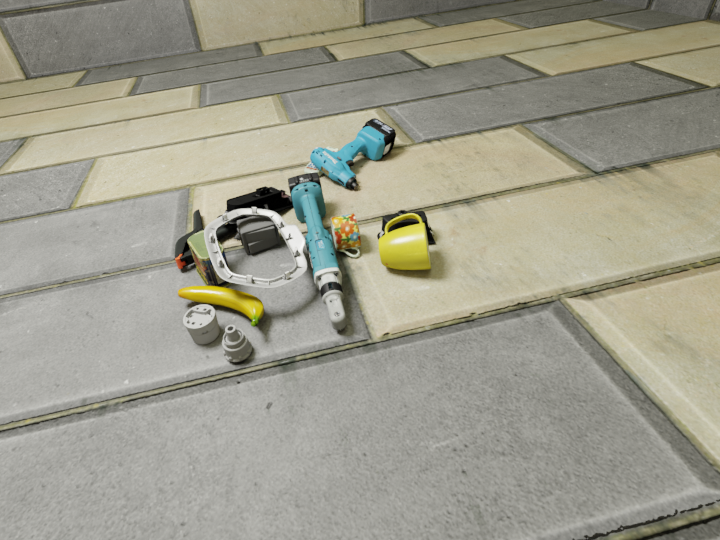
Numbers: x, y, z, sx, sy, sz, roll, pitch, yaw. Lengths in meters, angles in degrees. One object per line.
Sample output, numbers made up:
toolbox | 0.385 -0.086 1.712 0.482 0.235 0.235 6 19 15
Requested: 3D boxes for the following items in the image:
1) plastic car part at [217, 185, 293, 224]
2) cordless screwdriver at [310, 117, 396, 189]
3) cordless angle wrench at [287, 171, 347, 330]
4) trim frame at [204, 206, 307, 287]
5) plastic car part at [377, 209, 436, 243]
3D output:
plastic car part | -0.243 -0.158 0.998 0.069 0.065 0.198 32 43 25
cordless screwdriver | 0.002 -0.316 1.158 0.244 0.073 0.166 -36 66 -28
cordless angle wrench | -0.084 -0.055 0.863 0.074 0.094 0.442 -14 44 -5
trim frame | -0.202 -0.053 0.818 0.179 0.027 0.262 -12 42 -22
plastic car part | 0.096 -0.094 0.891 0.116 0.068 0.068 -4 38 -2
